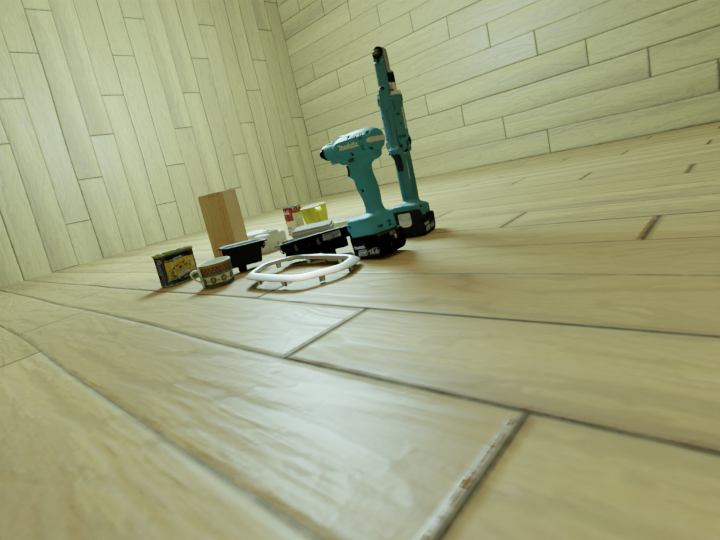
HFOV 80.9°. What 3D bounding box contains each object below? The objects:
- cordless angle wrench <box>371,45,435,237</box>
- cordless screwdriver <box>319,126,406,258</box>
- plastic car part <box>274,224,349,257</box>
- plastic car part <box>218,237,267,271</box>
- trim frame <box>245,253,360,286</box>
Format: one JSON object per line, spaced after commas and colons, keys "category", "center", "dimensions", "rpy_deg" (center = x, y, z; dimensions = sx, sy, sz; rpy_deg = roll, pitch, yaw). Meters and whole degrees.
{"category": "cordless angle wrench", "center": [0.086, -0.287, 0.957], "dimensions": [0.077, 0.417, 0.095], "rpy_deg": [-7, 11, 33]}
{"category": "cordless screwdriver", "center": [-0.003, -0.151, 0.853], "dimensions": [0.072, 0.245, 0.167], "rpy_deg": [-21, 13, -41]}
{"category": "plastic car part", "center": [-0.094, -0.062, 0.964], "dimensions": [0.207, 0.066, 0.066], "rpy_deg": [-10, 11, 13]}
{"category": "plastic car part", "center": [-0.287, -0.035, 1.033], "dimensions": [0.113, 0.070, 0.069], "rpy_deg": [-21, 14, -34]}
{"category": "trim frame", "center": [-0.116, -0.005, 0.836], "dimensions": [0.260, 0.027, 0.178], "rpy_deg": [-1, 18, 43]}
